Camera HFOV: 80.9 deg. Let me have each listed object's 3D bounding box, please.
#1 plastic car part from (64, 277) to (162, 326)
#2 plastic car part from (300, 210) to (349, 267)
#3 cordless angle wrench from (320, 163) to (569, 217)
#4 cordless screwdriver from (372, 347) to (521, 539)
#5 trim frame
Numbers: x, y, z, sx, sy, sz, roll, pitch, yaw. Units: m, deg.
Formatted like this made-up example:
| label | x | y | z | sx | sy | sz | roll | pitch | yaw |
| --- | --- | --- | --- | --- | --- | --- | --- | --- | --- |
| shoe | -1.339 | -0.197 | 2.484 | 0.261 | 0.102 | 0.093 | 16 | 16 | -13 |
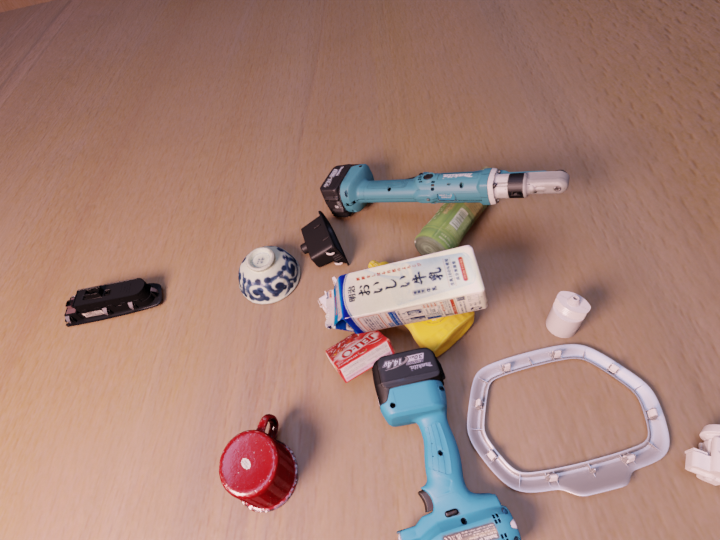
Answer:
| label | x | y | z | sx | sy | sz | roll | pitch | yaw |
| --- | --- | --- | --- | --- | --- | --- | --- | --- | --- |
| plastic car part | -0.489 | 0.052 | 0.828 | 0.204 | 0.064 | 0.069 | -9 | 46 | 3 |
| plastic car part | -0.079 | -0.052 | 0.810 | 0.071 | 0.062 | 0.122 | -32 | 49 | 5 |
| cordless angle wrench | 0.126 | -0.147 | 0.751 | 0.444 | 0.071 | 0.098 | 5 | 51 | 34 |
| cordless screwdriver | 0.072 | 0.237 | 0.548 | 0.159 | 0.071 | 0.259 | -19 | 56 | -1 |
| trim frame | 0.267 | 0.192 | 0.562 | 0.249 | 0.026 | 0.192 | -15 | 53 | 0 |
